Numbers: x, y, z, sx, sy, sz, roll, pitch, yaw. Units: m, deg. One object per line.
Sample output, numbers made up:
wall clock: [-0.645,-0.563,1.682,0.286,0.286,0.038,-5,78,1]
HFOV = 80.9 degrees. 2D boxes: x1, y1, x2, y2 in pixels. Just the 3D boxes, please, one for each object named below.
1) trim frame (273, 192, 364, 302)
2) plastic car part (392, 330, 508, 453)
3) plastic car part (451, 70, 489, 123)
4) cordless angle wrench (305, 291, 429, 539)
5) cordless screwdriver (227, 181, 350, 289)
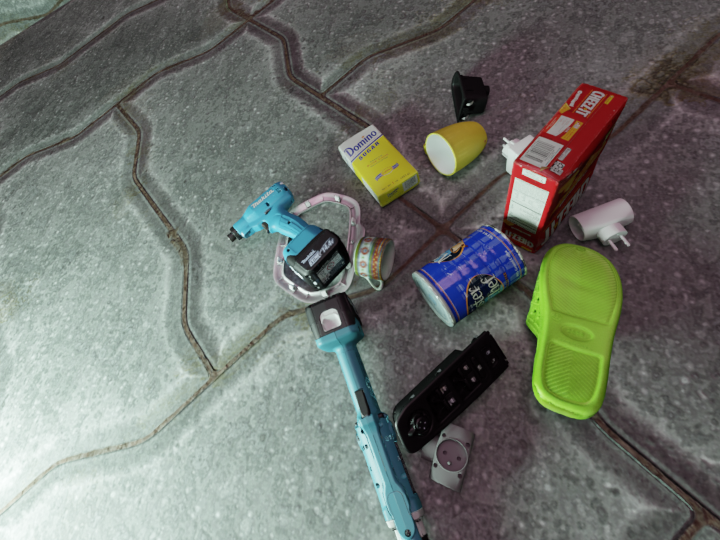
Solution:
trim frame: [-0.082,-0.053,0.835,0.189,0.026,0.253,-1,61,17]
plastic car part: [0.118,0.168,0.608,0.200,0.065,0.070,-38,17,-23]
plastic car part: [0.234,-0.372,0.886,0.071,0.064,0.119,3,59,1]
cordless angle wrench: [0.022,0.237,0.613,0.075,0.093,0.440,-24,62,3]
cordless screwdriver: [-0.147,-0.059,0.810,0.158,0.070,0.263,-43,54,-7]
